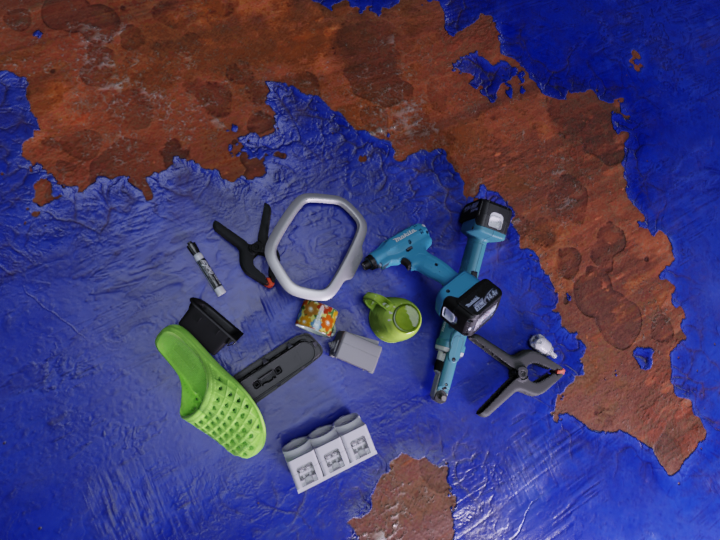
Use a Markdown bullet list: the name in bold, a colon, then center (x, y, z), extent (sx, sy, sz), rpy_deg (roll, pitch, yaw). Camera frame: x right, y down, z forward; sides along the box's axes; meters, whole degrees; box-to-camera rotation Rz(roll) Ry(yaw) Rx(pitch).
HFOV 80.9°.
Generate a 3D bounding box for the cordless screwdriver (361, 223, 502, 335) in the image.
- **cordless screwdriver**: center (0.130, 0.018, 0.816), extent (0.156, 0.072, 0.262), rpy_deg (-30, 54, -19)

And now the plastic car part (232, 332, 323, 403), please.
- **plastic car part**: center (-0.161, 0.186, 0.790), extent (0.200, 0.067, 0.067), rpy_deg (-32, 83, -18)

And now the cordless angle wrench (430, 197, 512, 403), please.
- **cordless angle wrench**: center (0.213, 0.062, 0.877), extent (0.073, 0.099, 0.425), rpy_deg (19, 81, -11)

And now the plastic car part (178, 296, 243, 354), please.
- **plastic car part**: center (-0.285, 0.111, 0.784), extent (0.117, 0.066, 0.071), rpy_deg (37, 89, 0)

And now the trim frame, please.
- **trim frame**: center (-0.082, -0.054, 0.842), extent (0.184, 0.027, 0.250), rpy_deg (27, 59, -2)
